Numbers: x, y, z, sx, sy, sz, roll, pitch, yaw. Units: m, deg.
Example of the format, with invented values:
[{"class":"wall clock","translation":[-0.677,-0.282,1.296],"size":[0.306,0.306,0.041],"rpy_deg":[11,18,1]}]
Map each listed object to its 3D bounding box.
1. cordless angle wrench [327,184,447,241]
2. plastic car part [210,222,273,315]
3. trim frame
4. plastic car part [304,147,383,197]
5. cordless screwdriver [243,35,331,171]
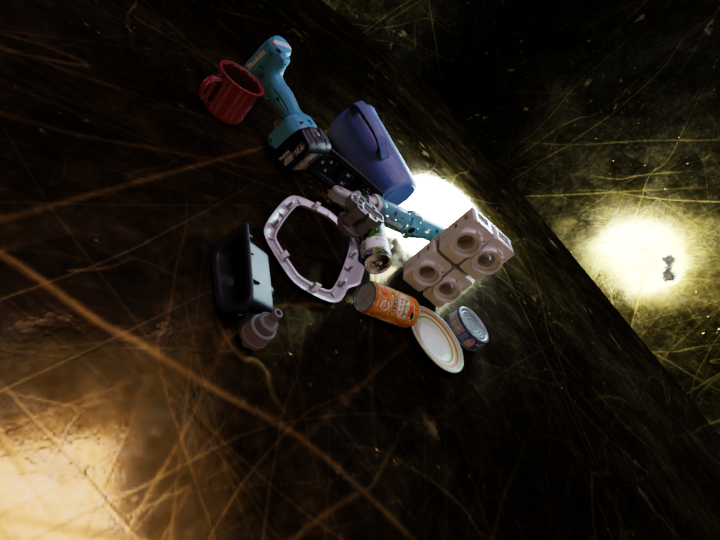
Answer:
[{"class":"cordless angle wrench","translation":[0.104,-0.105,0.941],"size":[0.402,0.098,0.078],"rpy_deg":[18,37,-33]},{"class":"plastic car part","translation":[-0.140,0.012,0.528],"size":[0.067,0.067,0.121],"rpy_deg":[32,33,-51]},{"class":"trim frame","translation":[-0.070,-0.046,0.712],"size":[0.181,0.028,0.251],"rpy_deg":[40,28,-11]},{"class":"plastic car part","translation":[-0.043,-0.204,0.916],"size":[0.198,0.066,0.069],"rpy_deg":[36,6,-13]},{"class":"cordless screwdriver","translation":[-0.169,-0.312,0.838],"size":[0.071,0.164,0.251],"rpy_deg":[-14,80,-54]}]
